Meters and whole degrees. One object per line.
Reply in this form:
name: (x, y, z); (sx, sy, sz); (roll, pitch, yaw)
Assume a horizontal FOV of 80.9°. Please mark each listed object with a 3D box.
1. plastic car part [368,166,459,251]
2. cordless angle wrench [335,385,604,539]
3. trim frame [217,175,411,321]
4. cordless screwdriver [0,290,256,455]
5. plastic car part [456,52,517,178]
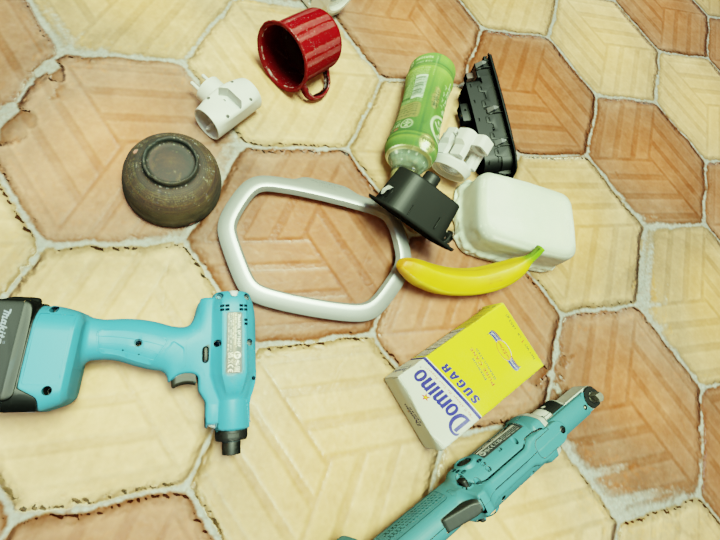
plastic car part: (0.077, -0.086, 0.526); (0.111, 0.069, 0.071); (35, 93, -26)
cordless angle wrench: (0.124, 0.232, 0.452); (0.412, 0.099, 0.075); (-24, 83, -27)
trim frame: (-0.051, -0.034, 0.524); (0.244, 0.027, 0.187); (10, 70, -11)
cordless screwdriver: (-0.223, 0.100, 0.402); (0.241, 0.075, 0.162); (1, 72, -20)
plastic car part: (0.188, -0.225, 0.641); (0.066, 0.066, 0.207); (-9, 74, -11)
